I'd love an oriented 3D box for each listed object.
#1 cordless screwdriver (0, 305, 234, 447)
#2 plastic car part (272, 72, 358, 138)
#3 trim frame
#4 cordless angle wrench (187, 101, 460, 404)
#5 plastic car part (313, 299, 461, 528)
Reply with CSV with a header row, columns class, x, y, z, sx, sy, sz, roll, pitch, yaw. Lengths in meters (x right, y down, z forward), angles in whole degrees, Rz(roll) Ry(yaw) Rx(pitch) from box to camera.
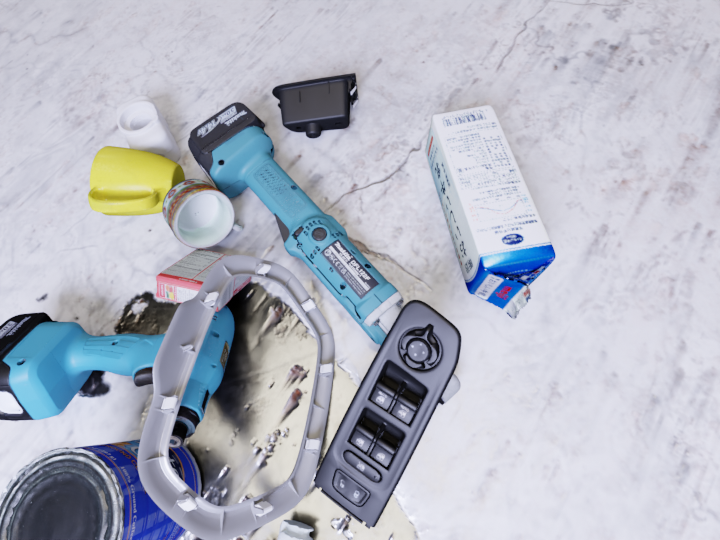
class,x,y,z,sx,sy,sz,roll,pitch,yaw
cordless screwdriver,-0.256,0.103,0.414,0.250,0.072,0.164,-6,32,2
plastic car part,-0.059,-0.218,0.579,0.118,0.064,0.072,-7,81,6
trim frame,-0.097,0.097,0.385,0.176,0.028,0.253,32,49,-26
cordless angle wrench,-0.048,-0.031,0.486,0.097,0.072,0.439,-38,69,-11
plastic car part,0.033,0.123,0.382,0.070,0.064,0.202,30,105,27
